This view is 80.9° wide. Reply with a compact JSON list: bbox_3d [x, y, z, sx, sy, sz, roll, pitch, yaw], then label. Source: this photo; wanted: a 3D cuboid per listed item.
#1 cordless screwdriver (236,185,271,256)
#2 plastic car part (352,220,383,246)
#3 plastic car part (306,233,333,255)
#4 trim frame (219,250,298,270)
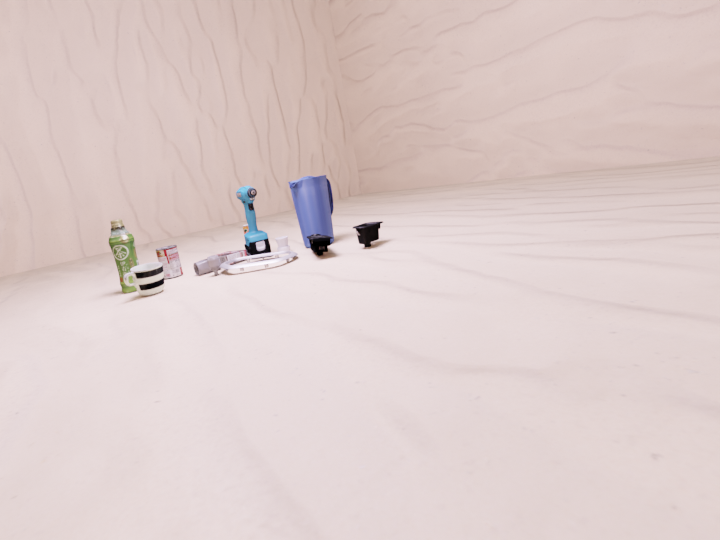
[{"bbox_3d":[-0.364,-0.166,1.444,0.072,0.245,0.166,-14,11,-24],"label":"cordless screwdriver"},{"bbox_3d":[0.020,-0.108,1.280,0.069,0.070,0.113,-4,14,30],"label":"plastic car part"},{"bbox_3d":[-0.128,-0.083,1.305,0.065,0.066,0.208,-12,13,-10],"label":"plastic car part"},{"bbox_3d":[-0.316,-0.030,1.316,0.249,0.027,0.186,-10,13,1],"label":"trim frame"}]
